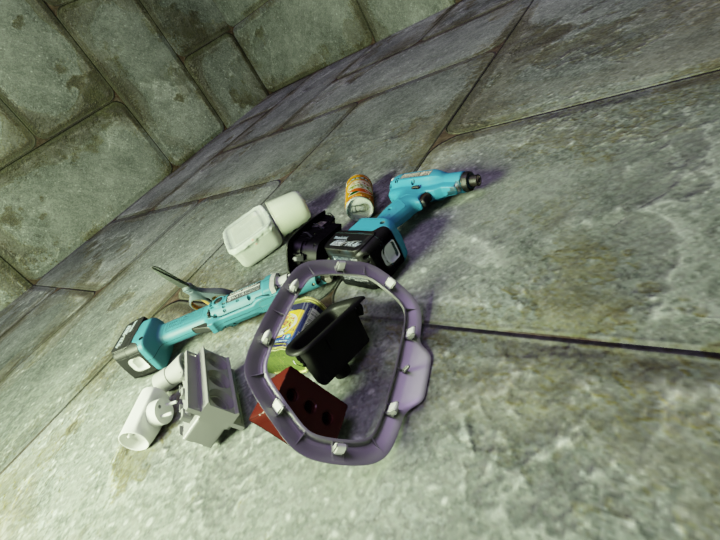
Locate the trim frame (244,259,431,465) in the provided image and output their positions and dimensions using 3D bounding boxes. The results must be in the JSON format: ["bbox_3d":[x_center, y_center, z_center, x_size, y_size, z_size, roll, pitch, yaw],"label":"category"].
[{"bbox_3d":[-0.015,0.077,0.454,0.250,0.185,0.027,-65,-1,-45],"label":"trim frame"}]

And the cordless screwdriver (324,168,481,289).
[{"bbox_3d":[0.069,-0.078,0.653,0.167,0.071,0.246,2,42,45],"label":"cordless screwdriver"}]

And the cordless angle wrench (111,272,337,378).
[{"bbox_3d":[-0.231,0.072,0.726,0.430,0.071,0.101,-22,31,14],"label":"cordless angle wrench"}]

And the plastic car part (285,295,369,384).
[{"bbox_3d":[-0.033,0.091,0.507,0.068,0.070,0.115,-23,15,46],"label":"plastic car part"}]

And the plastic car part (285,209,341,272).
[{"bbox_3d":[-0.068,-0.045,0.699,0.069,0.065,0.200,13,22,13],"label":"plastic car part"}]
